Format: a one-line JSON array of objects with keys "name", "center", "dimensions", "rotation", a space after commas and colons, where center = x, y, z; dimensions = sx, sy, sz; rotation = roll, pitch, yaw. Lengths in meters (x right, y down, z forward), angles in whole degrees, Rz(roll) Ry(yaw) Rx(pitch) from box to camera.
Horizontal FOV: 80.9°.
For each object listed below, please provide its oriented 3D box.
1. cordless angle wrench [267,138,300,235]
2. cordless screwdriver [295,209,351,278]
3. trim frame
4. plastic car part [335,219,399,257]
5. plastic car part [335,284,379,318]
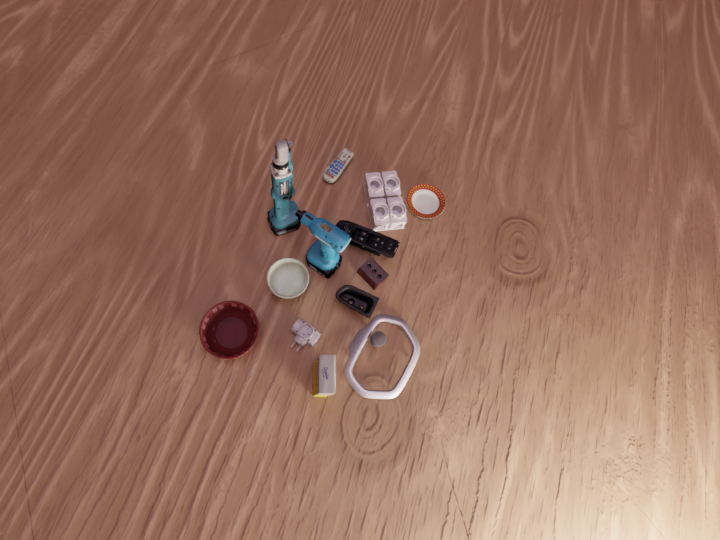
[{"name": "cordless angle wrench", "center": [-0.211, -0.218, 1.147], "dimensions": [0.096, 0.418, 0.076], "rotation": [-18, 74, -14]}, {"name": "cordless screwdriver", "center": [-0.116, -0.076, 1.187], "dimensions": [0.162, 0.245, 0.074], "rotation": [35, 69, 6]}, {"name": "trim frame", "center": [0.060, 0.240, 1.186], "dimensions": [0.187, 0.027, 0.248], "rotation": [29, 69, 8]}, {"name": "plastic car part", "center": [0.013, -0.095, 1.299], "dimensions": [0.206, 0.066, 0.066], "rotation": [25, 69, 6]}, {"name": "plastic car part", "center": [-0.016, 0.089, 1.220], "dimensions": [0.118, 0.070, 0.066], "rotation": [26, 69, 6]}]
